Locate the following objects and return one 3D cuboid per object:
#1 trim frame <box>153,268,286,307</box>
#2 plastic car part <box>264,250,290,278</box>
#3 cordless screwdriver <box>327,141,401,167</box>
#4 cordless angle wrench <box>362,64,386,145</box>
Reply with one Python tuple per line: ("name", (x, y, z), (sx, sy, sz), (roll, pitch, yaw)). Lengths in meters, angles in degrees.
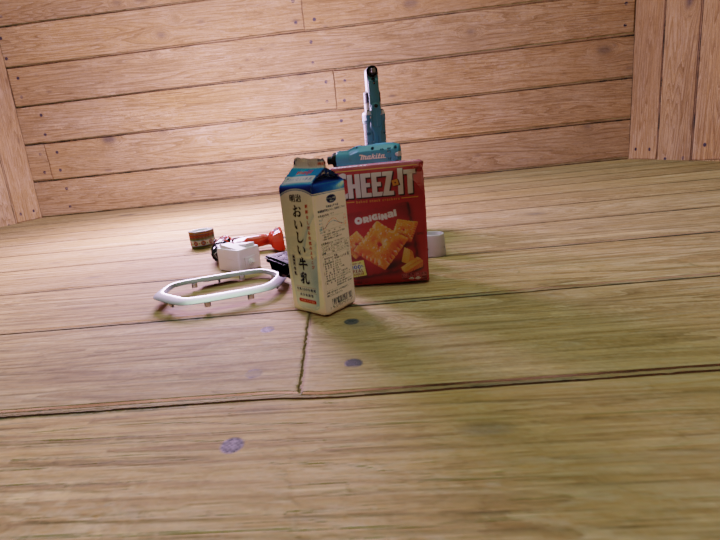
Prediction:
("trim frame", (-0.259, 0.031, 0.799), (0.242, 0.027, 0.192), (-12, 17, -21))
("plastic car part", (-0.087, -0.016, 0.829), (0.070, 0.066, 0.196), (8, 21, 43))
("cordless screwdriver", (0.014, -0.147, 0.921), (0.164, 0.245, 0.073), (-1, 13, 18))
("cordless angle wrench", (0.039, -0.265, 1.013), (0.073, 0.416, 0.101), (-7, 12, -9))
